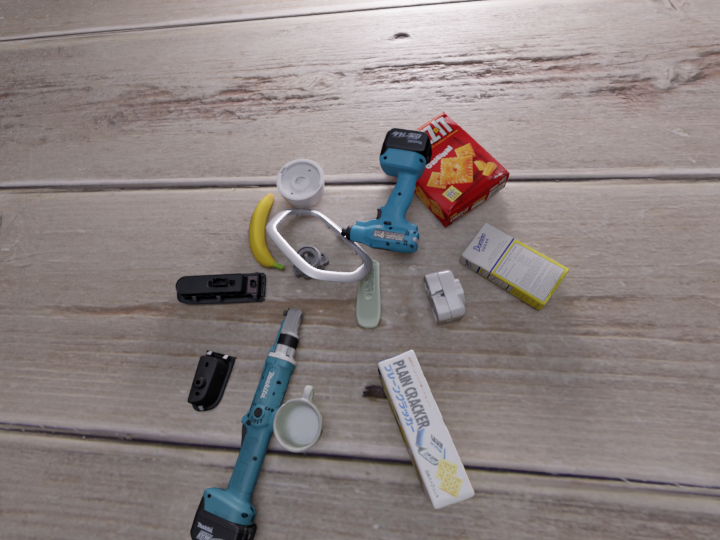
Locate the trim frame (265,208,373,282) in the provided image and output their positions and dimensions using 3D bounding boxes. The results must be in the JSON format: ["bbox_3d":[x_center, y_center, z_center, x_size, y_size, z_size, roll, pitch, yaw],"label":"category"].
[{"bbox_3d":[-0.085,-0.056,0.872,0.178,0.027,0.262,-21,49,-38],"label":"trim frame"}]

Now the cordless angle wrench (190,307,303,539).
[{"bbox_3d":[-0.182,0.269,0.784,0.101,0.071,0.428,7,65,20],"label":"cordless angle wrench"}]

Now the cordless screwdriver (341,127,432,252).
[{"bbox_3d":[0.056,-0.165,0.874,0.165,0.071,0.250,9,81,20],"label":"cordless screwdriver"}]

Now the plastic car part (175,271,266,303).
[{"bbox_3d":[-0.309,0.037,0.908,0.206,0.065,0.067,-4,75,10],"label":"plastic car part"}]

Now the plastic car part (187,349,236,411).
[{"bbox_3d":[-0.300,0.214,0.824,0.067,0.068,0.118,9,67,11],"label":"plastic car part"}]
